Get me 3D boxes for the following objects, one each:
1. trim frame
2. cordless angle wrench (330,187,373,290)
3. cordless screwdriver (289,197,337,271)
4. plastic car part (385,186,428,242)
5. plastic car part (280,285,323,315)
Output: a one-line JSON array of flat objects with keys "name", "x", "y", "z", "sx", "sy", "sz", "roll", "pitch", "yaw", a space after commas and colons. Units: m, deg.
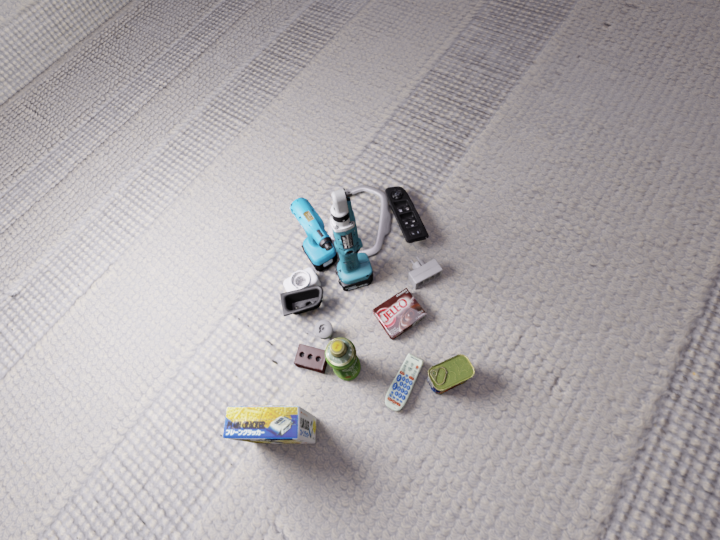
[{"name": "trim frame", "x": -0.002, "y": -0.149, "z": 1.262, "sx": 0.188, "sy": 0.026, "sz": 0.253, "roll": 4, "pitch": 64, "yaw": 11}, {"name": "cordless angle wrench", "x": -0.030, "y": -0.066, "z": 1.011, "sx": 0.098, "sy": 0.408, "sz": 0.077, "roll": -16, "pitch": 65, "yaw": -2}, {"name": "cordless screwdriver", "x": -0.110, "y": -0.072, "z": 1.122, "sx": 0.074, "sy": 0.240, "sz": 0.166, "roll": -31, "pitch": 66, "yaw": -9}, {"name": "plastic car part", "x": 0.129, "y": -0.159, "z": 1.224, "sx": 0.066, "sy": 0.064, "sz": 0.211, "roll": -18, "pitch": 62, "yaw": -2}, {"name": "plastic car part", "x": -0.151, "y": 0.088, "z": 1.146, "sx": 0.117, "sy": 0.068, "sz": 0.068, "roll": -14, "pitch": 64, "yaw": 1}]
